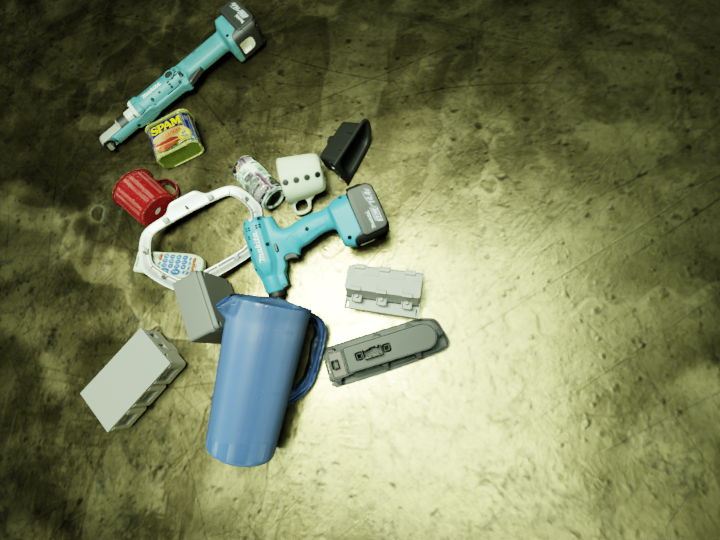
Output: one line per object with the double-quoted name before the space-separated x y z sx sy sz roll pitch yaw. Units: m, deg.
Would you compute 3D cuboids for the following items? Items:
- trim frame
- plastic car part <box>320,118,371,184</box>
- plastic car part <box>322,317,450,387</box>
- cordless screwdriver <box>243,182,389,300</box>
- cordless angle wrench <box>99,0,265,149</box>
"trim frame" -0.301 -0.068 0.798 0.247 0.026 0.191 -30 67 -6
"plastic car part" -0.033 -0.231 0.793 0.074 0.062 0.117 19 74 29
"plastic car part" 0.038 0.123 0.671 0.204 0.064 0.068 -18 66 4
"cordless screwdriver" -0.072 -0.047 0.735 0.251 0.073 0.160 -18 86 9
"cordless angle wrench" -0.400 -0.409 0.919 0.423 0.072 0.101 -39 71 2
